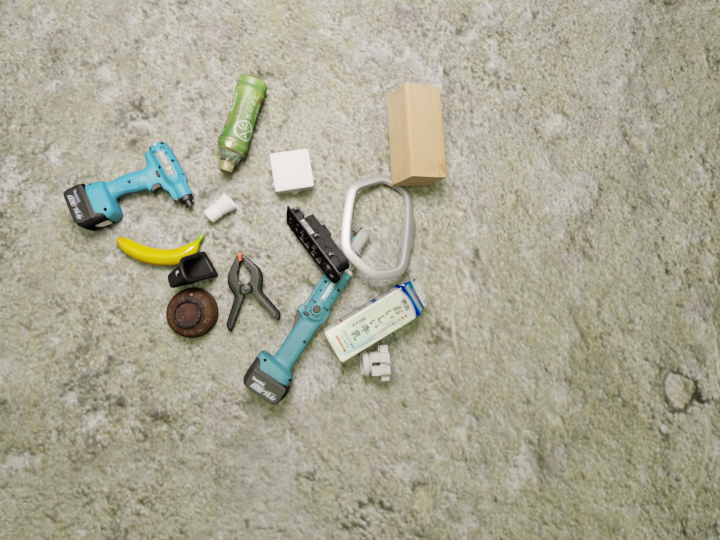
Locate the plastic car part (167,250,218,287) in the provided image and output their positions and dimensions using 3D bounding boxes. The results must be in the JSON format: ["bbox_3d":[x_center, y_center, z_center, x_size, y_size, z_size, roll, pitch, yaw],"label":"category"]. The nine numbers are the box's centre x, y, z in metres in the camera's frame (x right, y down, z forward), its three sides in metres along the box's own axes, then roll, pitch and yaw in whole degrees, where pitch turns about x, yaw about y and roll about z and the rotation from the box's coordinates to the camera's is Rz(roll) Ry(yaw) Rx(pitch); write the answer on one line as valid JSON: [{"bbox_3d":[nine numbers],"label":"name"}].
[{"bbox_3d":[-0.374,0.007,0.913,0.072,0.114,0.066,-32,90,17],"label":"plastic car part"}]

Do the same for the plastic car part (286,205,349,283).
[{"bbox_3d":[-0.090,-0.059,0.920,0.065,0.065,0.211,-21,63,-28],"label":"plastic car part"}]

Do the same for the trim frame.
[{"bbox_3d":[0.045,-0.100,0.945,0.179,0.028,0.252,10,72,-16],"label":"trim frame"}]

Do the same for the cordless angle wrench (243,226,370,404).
[{"bbox_3d":[-0.100,0.085,0.929,0.098,0.074,0.423,33,82,0],"label":"cordless angle wrench"}]

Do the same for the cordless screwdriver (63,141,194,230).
[{"bbox_3d":[-0.506,-0.164,0.941,0.247,0.074,0.160,-30,87,-8],"label":"cordless screwdriver"}]
